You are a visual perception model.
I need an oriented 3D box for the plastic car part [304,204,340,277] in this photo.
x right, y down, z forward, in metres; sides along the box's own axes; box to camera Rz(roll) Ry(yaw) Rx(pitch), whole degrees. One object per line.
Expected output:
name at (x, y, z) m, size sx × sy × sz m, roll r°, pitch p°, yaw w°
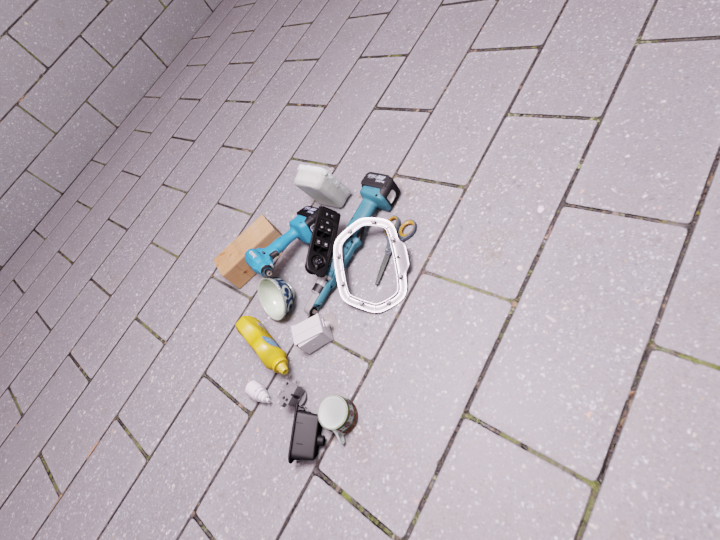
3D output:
plastic car part at (-0.109, -0.071, 1.111) m, size 0.068 × 0.064 × 0.207 m, roll -35°, pitch 38°, yaw 47°

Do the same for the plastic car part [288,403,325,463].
plastic car part at (-0.111, 0.355, 0.913) m, size 0.072 × 0.063 × 0.119 m, roll -3°, pitch 62°, yaw 13°

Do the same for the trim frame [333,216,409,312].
trim frame at (0.025, -0.019, 1.044) m, size 0.187 × 0.026 × 0.255 m, roll -12°, pitch 67°, yaw 13°

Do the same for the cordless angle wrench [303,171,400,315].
cordless angle wrench at (-0.035, -0.069, 1.129) m, size 0.103 × 0.070 × 0.423 m, roll 21°, pitch 75°, yaw 39°

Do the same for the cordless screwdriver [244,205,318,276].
cordless screwdriver at (-0.198, -0.076, 1.172) m, size 0.246 × 0.071 × 0.168 m, roll -38°, pitch 32°, yaw -13°
